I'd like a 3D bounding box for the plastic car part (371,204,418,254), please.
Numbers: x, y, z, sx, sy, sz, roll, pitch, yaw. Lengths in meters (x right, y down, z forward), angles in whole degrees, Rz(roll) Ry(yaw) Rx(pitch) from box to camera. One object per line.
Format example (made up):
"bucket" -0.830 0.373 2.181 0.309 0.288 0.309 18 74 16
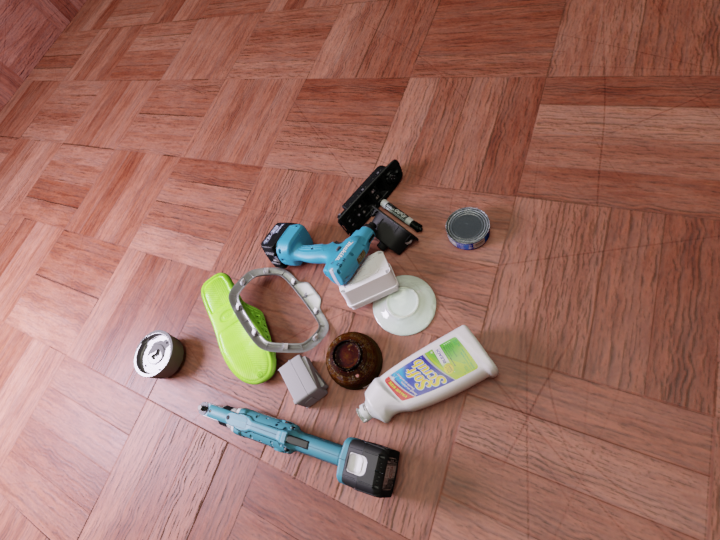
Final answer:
"plastic car part" 0.060 -0.080 0.927 0.071 0.062 0.122 -50 60 10

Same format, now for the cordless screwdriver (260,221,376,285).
"cordless screwdriver" -0.092 -0.060 0.939 0.262 0.071 0.159 13 55 38

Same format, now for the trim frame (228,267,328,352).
"trim frame" -0.177 0.077 0.915 0.178 0.027 0.262 -20 49 -31

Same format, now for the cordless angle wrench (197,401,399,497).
"cordless angle wrench" -0.143 0.313 0.796 0.442 0.093 0.075 6 67 29

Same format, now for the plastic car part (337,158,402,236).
"plastic car part" 0.020 -0.176 0.992 0.202 0.063 0.070 -46 33 -4
